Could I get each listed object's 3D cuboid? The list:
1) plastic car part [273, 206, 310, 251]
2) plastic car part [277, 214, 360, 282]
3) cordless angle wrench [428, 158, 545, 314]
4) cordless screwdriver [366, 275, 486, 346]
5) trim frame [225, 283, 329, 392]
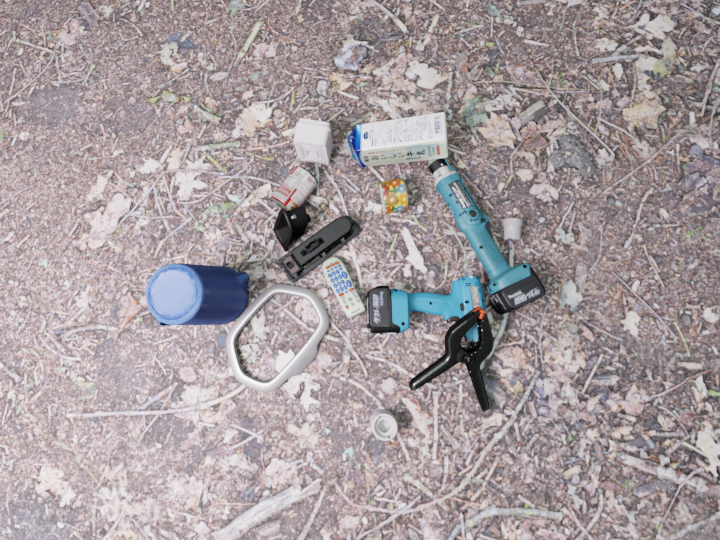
[{"bbox_3d":[-0.147,-0.103,0.945,0.069,0.117,0.067,-25,78,-28],"label":"plastic car part"},{"bbox_3d":[-0.093,-0.061,0.951,0.202,0.065,0.069,-35,71,-8],"label":"plastic car part"},{"bbox_3d":[0.242,-0.114,0.930,0.097,0.073,0.435,-23,72,-8],"label":"cordless angle wrench"},{"bbox_3d":[0.138,0.099,0.883,0.249,0.073,0.162,-5,76,-1],"label":"cordless screwdriver"},{"bbox_3d":[-0.182,0.143,0.922,0.189,0.027,0.248,38,80,14],"label":"trim frame"}]
